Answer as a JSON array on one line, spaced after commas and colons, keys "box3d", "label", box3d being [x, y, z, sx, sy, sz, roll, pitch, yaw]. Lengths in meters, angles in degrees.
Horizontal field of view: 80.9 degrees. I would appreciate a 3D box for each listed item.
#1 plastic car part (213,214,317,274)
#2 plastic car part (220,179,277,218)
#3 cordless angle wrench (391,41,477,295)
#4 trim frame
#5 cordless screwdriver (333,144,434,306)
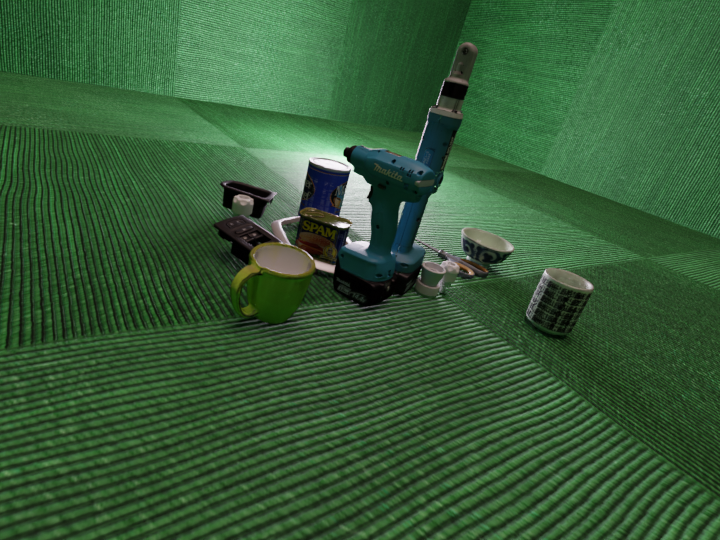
[{"box3d": [-0.164, -0.024, 0.715, 0.213, 0.066, 0.064, 28, 28, 29], "label": "plastic car part"}, {"box3d": [-0.252, -0.150, 0.931, 0.117, 0.070, 0.066, 15, 24, 2], "label": "plastic car part"}, {"box3d": [0.112, -0.160, 0.722, 0.077, 0.417, 0.095, 25, 25, 21], "label": "cordless angle wrench"}, {"box3d": [-0.085, -0.055, 0.866, 0.177, 0.027, 0.262, 0, 28, -26], "label": "trim frame"}, {"box3d": [0.012, -0.077, 0.701, 0.168, 0.245, 0.071, 31, 28, 32], "label": "cordless screwdriver"}]
